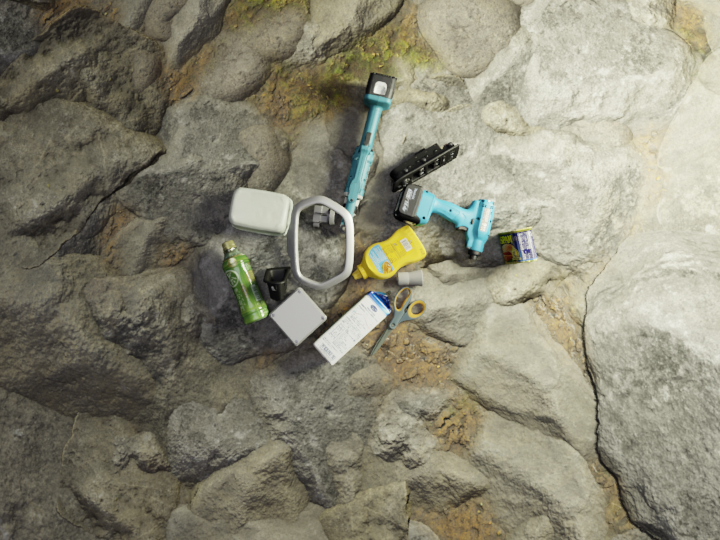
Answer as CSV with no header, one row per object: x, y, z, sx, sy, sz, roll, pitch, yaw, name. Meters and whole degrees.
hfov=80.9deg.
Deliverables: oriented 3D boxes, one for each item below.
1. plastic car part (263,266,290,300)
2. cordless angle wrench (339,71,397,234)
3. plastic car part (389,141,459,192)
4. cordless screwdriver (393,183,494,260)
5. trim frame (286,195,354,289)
-0.214,0.041,1.088,0.066,0.119,0.069,-5,111,-2,plastic car part
0.007,-0.300,1.118,0.075,0.098,0.423,14,90,0,cordless angle wrench
0.160,-0.281,1.117,0.203,0.065,0.069,-35,78,-1,plastic car part
0.212,-0.128,1.097,0.249,0.074,0.159,14,86,-1,cordless screwdriver
-0.108,-0.070,1.100,0.188,0.027,0.246,2,100,14,trim frame
